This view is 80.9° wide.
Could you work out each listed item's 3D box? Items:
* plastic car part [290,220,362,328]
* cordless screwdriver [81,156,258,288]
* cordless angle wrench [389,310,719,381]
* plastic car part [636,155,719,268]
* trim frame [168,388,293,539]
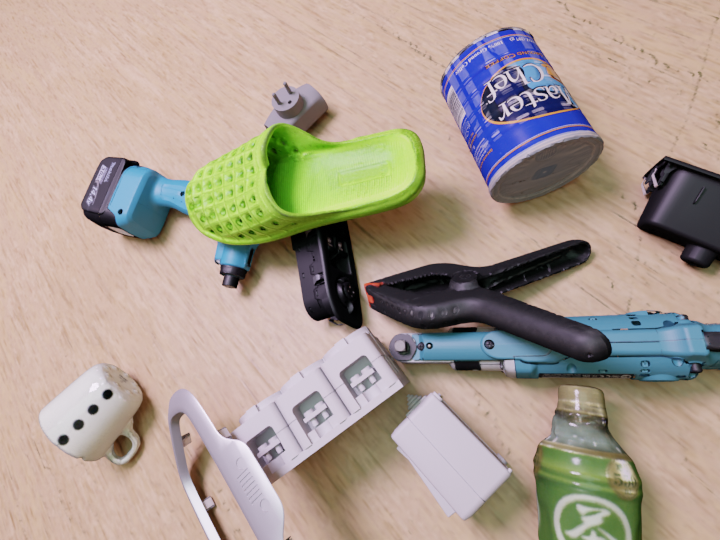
[{"bbox_3d":[-0.046,-0.030,0.473,0.068,0.063,0.209,-24,65,19],"label":"plastic car part"},{"bbox_3d":[-0.238,-0.067,0.547,0.256,0.071,0.161,6,73,16],"label":"cordless screwdriver"},{"bbox_3d":[0.234,0.060,0.337,0.436,0.093,0.076,-5,71,21],"label":"cordless angle wrench"},{"bbox_3d":[0.299,-0.040,0.365,0.121,0.063,0.071,34,99,22],"label":"plastic car part"},{"bbox_3d":[-0.109,0.216,0.368,0.260,0.026,0.182,48,135,27],"label":"trim frame"}]
